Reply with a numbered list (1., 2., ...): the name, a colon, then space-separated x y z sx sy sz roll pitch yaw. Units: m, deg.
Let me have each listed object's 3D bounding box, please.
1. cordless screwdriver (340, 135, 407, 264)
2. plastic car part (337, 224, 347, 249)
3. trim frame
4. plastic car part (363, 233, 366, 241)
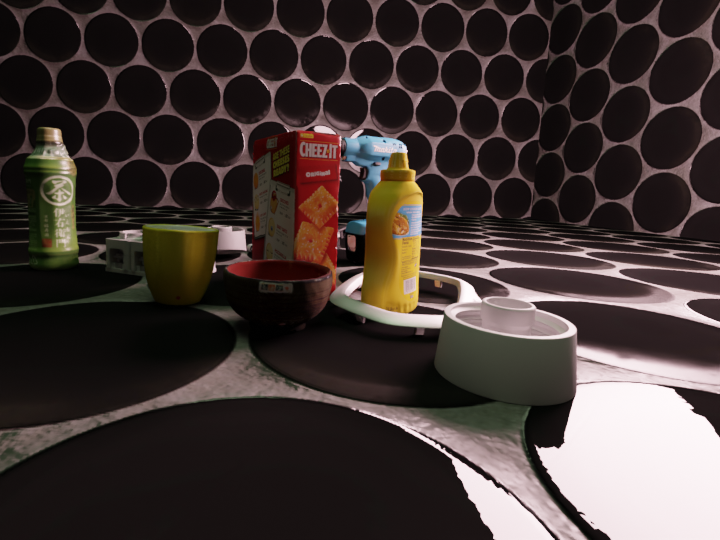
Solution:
1. cordless screwdriver: 0.008 -0.136 0.828 0.153 0.247 0.078 -2 9 -28
2. plastic car part: -0.084 -0.055 0.863 0.068 0.066 0.198 6 11 18
3. trim frame: 0.064 0.033 0.541 0.190 0.027 0.244 5 11 16
4. plastic car part: 0.036 -0.022 0.707 0.066 0.070 0.118 2 10 -4
